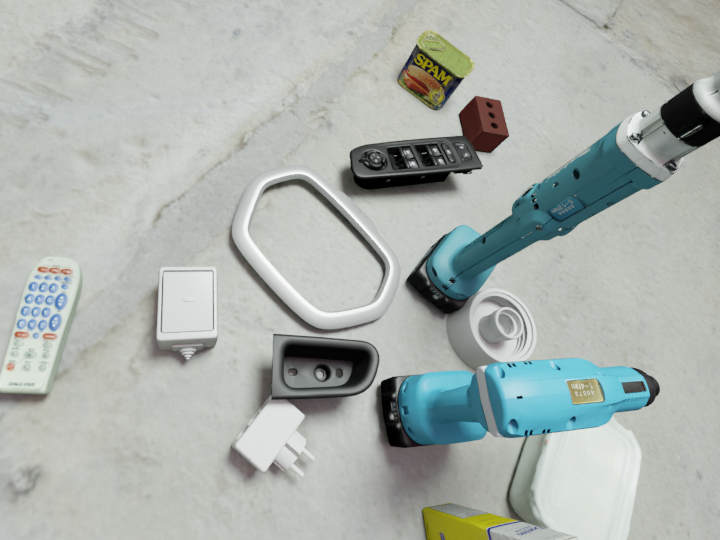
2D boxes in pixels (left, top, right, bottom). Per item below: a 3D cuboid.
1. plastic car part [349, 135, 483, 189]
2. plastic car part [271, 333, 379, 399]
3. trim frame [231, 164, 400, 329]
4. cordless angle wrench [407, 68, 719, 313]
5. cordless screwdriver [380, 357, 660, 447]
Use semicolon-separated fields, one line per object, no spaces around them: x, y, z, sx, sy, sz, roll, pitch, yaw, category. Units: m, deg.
0.072;-0.157;0.628;0.197;0.067;0.068;-8;71;-20;plastic car part
-0.045;0.111;0.469;0.113;0.071;0.067;5;67;-16;plastic car part
-0.054;-0.036;0.557;0.251;0.027;0.182;44;62;6;trim frame
0.184;-0.060;0.414;0.074;0.425;0.097;42;61;-2;cordless angle wrench
0.129;0.128;0.412;0.155;0.250;0.076;2;69;-20;cordless screwdriver
